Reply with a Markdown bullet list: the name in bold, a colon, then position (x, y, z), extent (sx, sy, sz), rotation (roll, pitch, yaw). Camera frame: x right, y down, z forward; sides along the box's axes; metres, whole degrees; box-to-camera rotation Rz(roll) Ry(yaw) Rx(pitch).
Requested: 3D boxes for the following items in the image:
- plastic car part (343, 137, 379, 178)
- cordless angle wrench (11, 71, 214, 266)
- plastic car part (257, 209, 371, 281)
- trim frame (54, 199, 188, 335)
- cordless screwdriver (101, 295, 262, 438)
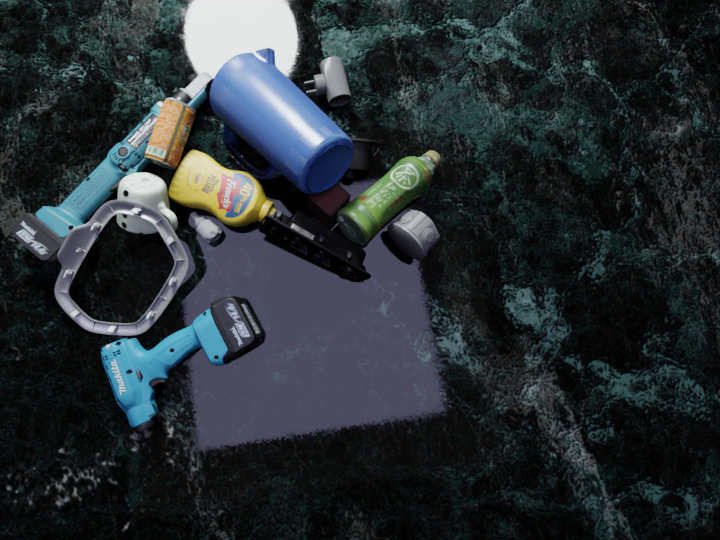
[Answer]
- **plastic car part**: position (-0.026, -0.200, 0.754), extent (0.116, 0.067, 0.070), rotation (6, 97, -5)
- **cordless angle wrench**: position (-0.403, -0.194, 0.737), extent (0.099, 0.074, 0.422), rotation (37, 79, 2)
- **plastic car part**: position (-0.070, -0.045, 0.711), extent (0.199, 0.067, 0.067), rotation (33, 55, -10)
- **trim frame**: position (-0.390, 0.004, 0.681), extent (0.180, 0.028, 0.249), rotation (36, 105, -10)
- **cordless screwdriver**: position (-0.278, 0.150, 0.681), extent (0.248, 0.073, 0.161), rotation (-24, 83, -1)
